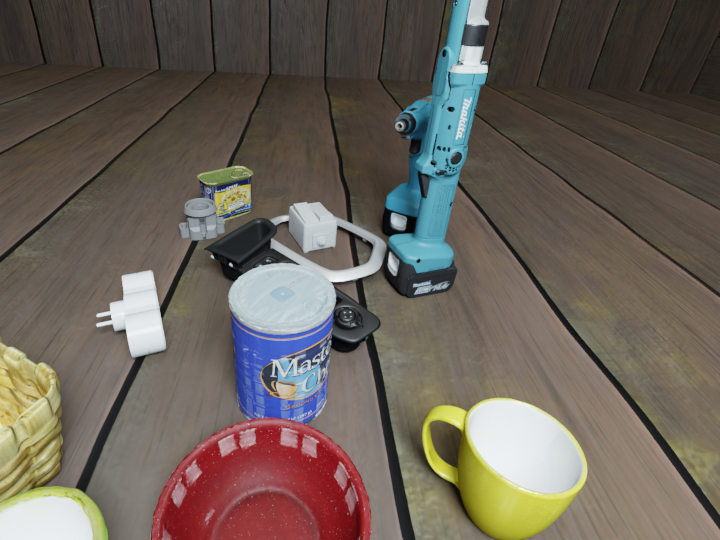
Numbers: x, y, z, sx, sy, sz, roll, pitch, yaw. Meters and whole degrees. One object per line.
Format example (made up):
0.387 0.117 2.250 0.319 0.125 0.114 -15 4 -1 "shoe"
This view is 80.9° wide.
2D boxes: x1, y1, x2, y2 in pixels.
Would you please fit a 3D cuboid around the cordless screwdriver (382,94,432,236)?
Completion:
0.088 -0.165 0.727 0.078 0.242 0.156 22 36 24 "cordless screwdriver"

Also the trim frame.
-0.071 -0.047 0.730 0.262 0.027 0.179 29 41 34 "trim frame"

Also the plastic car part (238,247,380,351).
-0.071 0.045 0.556 0.214 0.065 0.064 26 38 30 "plastic car part"

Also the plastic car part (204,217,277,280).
-0.172 -0.025 0.651 0.069 0.069 0.114 20 36 22 "plastic car part"

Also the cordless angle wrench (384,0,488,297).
0.109 -0.155 0.560 0.095 0.412 0.078 -7 34 -20 "cordless angle wrench"
